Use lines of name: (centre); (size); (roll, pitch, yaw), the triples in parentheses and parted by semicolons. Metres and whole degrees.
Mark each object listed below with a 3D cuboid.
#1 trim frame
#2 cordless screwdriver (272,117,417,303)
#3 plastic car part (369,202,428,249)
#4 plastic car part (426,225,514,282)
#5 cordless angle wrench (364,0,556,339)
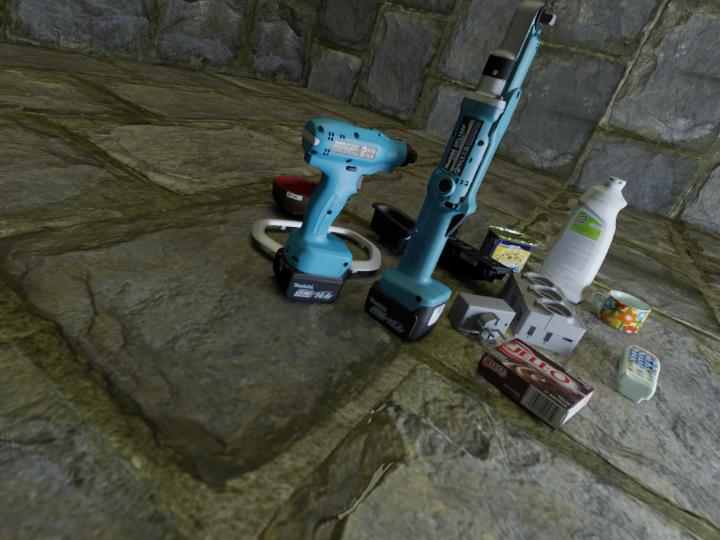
trim frame: (-0.074, -0.048, 0.753); (0.238, 0.027, 0.194); (2, 30, -28)
cordless screwdriver: (-0.026, -0.075, 0.585); (0.153, 0.246, 0.078); (5, 28, -27)
plastic car part: (0.065, -0.082, 0.854); (0.063, 0.070, 0.123); (-8, 35, -43)
plastic car part: (0.195, -0.030, 0.833); (0.063, 0.066, 0.215); (0, 31, -34)
cordless angle wrench: (0.119, -0.106, 0.535); (0.103, 0.418, 0.071); (35, 29, 30)
